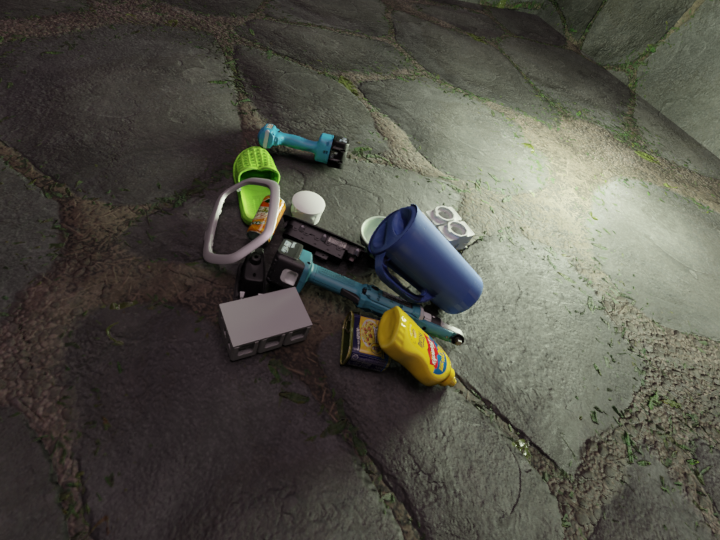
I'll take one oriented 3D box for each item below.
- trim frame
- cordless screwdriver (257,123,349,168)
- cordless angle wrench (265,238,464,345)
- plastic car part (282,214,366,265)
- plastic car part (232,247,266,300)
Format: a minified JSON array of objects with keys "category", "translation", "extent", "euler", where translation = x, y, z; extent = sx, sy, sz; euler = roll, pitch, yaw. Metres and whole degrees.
[{"category":"trim frame","translation":[-0.258,-0.112,0.908],"extent":[0.188,0.026,0.256],"euler":[-13,52,14]},{"category":"cordless screwdriver","translation":[-0.158,-0.359,1.182],"extent":[0.246,0.073,0.164],"euler":[11,26,-8]},{"category":"cordless angle wrench","translation":[0.018,0.058,0.870],"extent":[0.421,0.074,0.099],"euler":[23,23,-2]},{"category":"plastic car part","translation":[-0.094,-0.061,0.960],"extent":[0.206,0.065,0.067],"euler":[28,73,6]},{"category":"plastic car part","translation":[-0.217,0.000,0.857],"extent":[0.064,0.070,0.120],"euler":[8,51,-17]}]
